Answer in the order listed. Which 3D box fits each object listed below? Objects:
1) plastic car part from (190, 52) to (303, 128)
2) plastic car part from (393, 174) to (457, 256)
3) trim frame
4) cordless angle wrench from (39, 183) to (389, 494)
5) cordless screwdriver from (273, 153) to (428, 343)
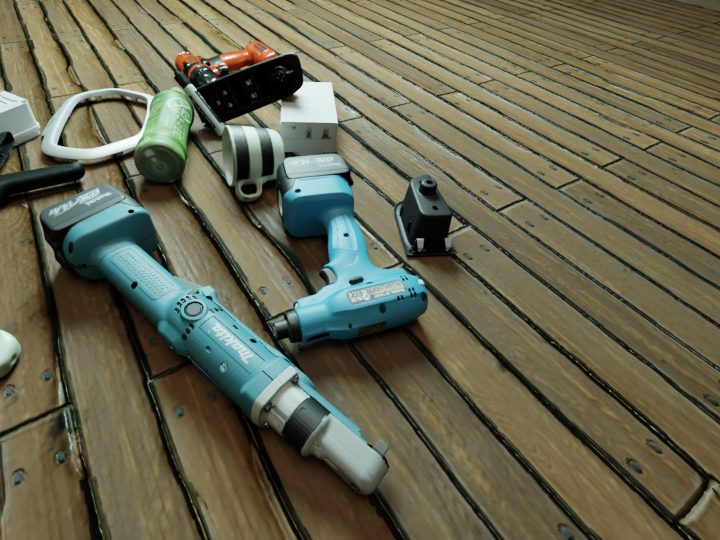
[{"bbox_3d":[-0.182,-0.303,0.709,0.209,0.064,0.067,-10,21,23],"label":"plastic car part"},{"bbox_3d":[0.083,-0.081,0.550,0.065,0.069,0.121,-2,48,-10],"label":"plastic car part"},{"bbox_3d":[-0.439,-0.254,0.719,0.181,0.027,0.260,-7,48,-12],"label":"trim frame"},{"bbox_3d":[-0.156,0.051,0.406,0.442,0.072,0.096,33,51,23],"label":"cordless angle wrench"},{"bbox_3d":[-0.048,-0.031,0.492,0.156,0.072,0.261,-13,51,-17],"label":"cordless screwdriver"}]
